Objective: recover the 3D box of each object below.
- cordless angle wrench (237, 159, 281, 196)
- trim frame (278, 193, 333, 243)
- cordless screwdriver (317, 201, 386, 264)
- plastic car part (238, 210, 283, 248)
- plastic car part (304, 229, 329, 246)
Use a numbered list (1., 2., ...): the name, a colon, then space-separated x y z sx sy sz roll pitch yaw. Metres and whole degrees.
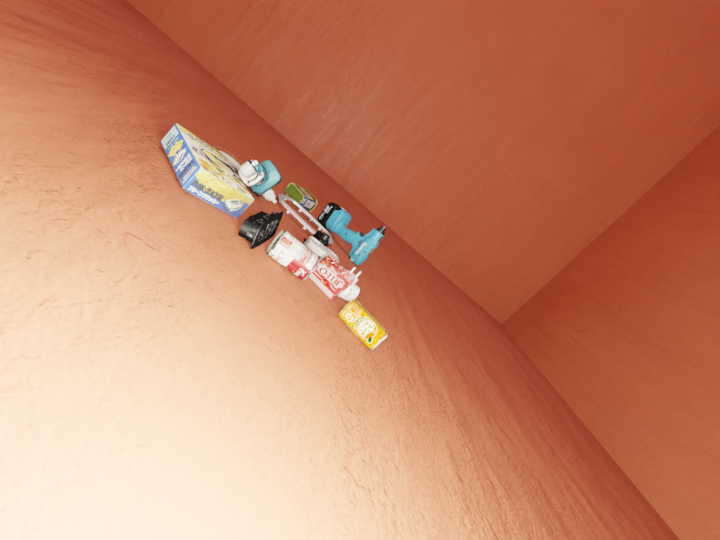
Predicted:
1. cordless angle wrench: -0.260 -0.239 1.057 0.073 0.098 0.430 56 -1 -12
2. trim frame: -0.184 -0.171 1.402 0.253 0.027 0.181 41 13 7
3. cordless screwdriver: -0.031 -0.153 1.494 0.262 0.159 0.070 48 14 31
4. plastic car part: -0.225 -0.101 0.953 0.066 0.066 0.205 30 14 -9
5. plastic car part: -0.115 -0.075 1.178 0.064 0.071 0.119 37 10 -16
